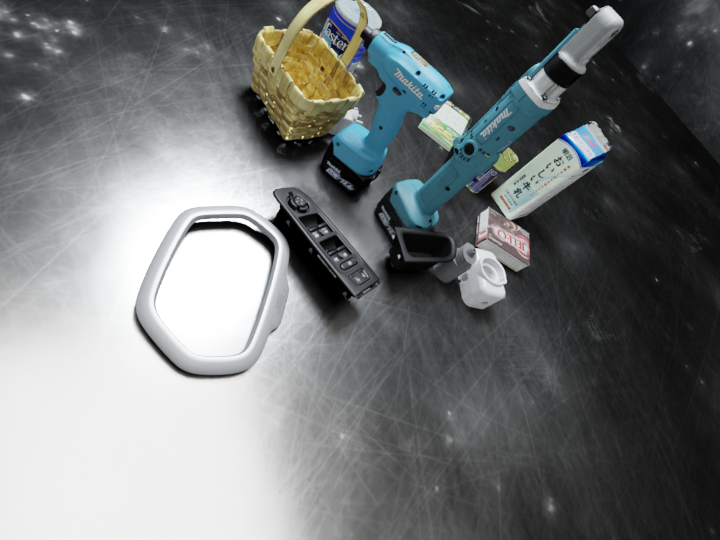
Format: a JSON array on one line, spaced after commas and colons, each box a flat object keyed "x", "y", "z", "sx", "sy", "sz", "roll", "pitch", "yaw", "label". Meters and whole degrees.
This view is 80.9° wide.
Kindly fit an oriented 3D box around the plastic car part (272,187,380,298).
[{"x": -0.061, "y": -0.040, "z": 0.628, "sx": 0.064, "sy": 0.067, "sz": 0.207, "roll": -28, "pitch": 76, "yaw": -39, "label": "plastic car part"}]

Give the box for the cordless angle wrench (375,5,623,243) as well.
[{"x": 0.171, "y": -0.177, "z": 0.611, "sx": 0.071, "sy": 0.427, "sz": 0.101, "roll": -14, "pitch": 72, "yaw": -37, "label": "cordless angle wrench"}]

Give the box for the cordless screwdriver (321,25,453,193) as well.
[{"x": 0.014, "y": -0.250, "z": 0.688, "sx": 0.160, "sy": 0.251, "sz": 0.073, "roll": 45, "pitch": 49, "yaw": 0, "label": "cordless screwdriver"}]

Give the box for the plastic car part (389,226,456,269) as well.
[{"x": 0.096, "y": -0.027, "z": 0.704, "sx": 0.112, "sy": 0.071, "sz": 0.068, "roll": 4, "pitch": 60, "yaw": -28, "label": "plastic car part"}]

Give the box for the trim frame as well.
[{"x": -0.179, "y": 0.014, "z": 0.554, "sx": 0.179, "sy": 0.028, "sz": 0.254, "roll": 21, "pitch": 52, "yaw": -16, "label": "trim frame"}]
